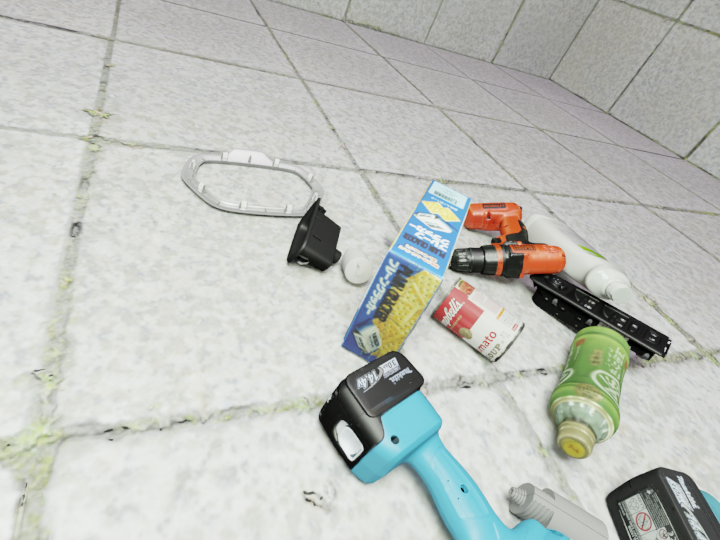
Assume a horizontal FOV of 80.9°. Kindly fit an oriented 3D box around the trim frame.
[{"bbox_3d":[-0.176,-0.153,0.722,0.240,0.027,0.193,-1,42,-24],"label":"trim frame"}]

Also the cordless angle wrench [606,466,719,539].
[{"bbox_3d":[0.470,0.312,0.430,0.418,0.074,0.100,20,37,-7],"label":"cordless angle wrench"}]

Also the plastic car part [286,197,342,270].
[{"bbox_3d":[-0.060,-0.039,0.617,0.069,0.066,0.119,28,38,-19],"label":"plastic car part"}]

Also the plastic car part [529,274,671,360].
[{"bbox_3d":[0.361,0.071,0.669,0.064,0.066,0.213,-25,53,-37],"label":"plastic car part"}]

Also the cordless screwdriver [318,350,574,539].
[{"bbox_3d":[0.059,0.202,0.363,0.154,0.074,0.259,-22,59,-43],"label":"cordless screwdriver"}]
